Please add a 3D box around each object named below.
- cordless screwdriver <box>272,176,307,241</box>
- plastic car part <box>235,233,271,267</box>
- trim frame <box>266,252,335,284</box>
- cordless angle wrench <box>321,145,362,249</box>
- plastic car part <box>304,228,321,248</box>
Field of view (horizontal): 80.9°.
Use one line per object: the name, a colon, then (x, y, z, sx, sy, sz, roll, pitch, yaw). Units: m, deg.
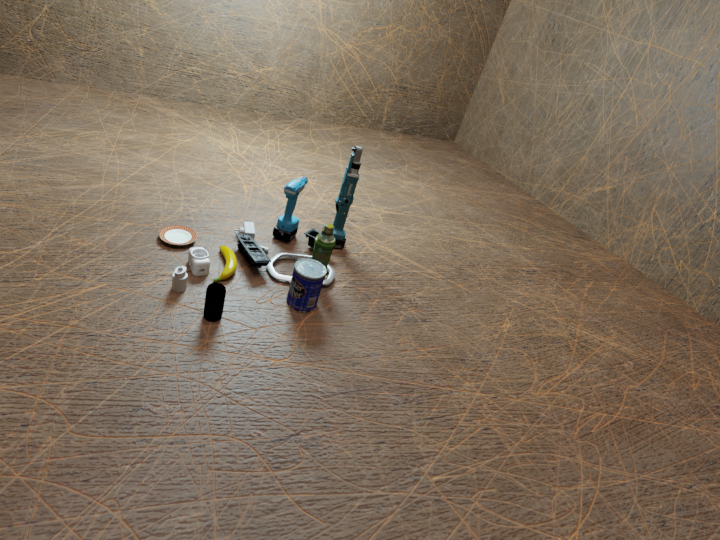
cordless screwdriver: (-0.266, -0.246, 1.657, 0.076, 0.245, 0.159, 22, 32, 6)
plastic car part: (-0.387, -0.066, 1.498, 0.064, 0.066, 0.214, -7, 39, -34)
trim frame: (-0.213, -0.004, 1.511, 0.243, 0.027, 0.191, 7, 33, -13)
cordless angle wrench: (-0.060, -0.277, 1.629, 0.095, 0.417, 0.077, 8, 33, -17)
plastic car part: (-0.161, -0.105, 1.649, 0.121, 0.070, 0.064, 30, 34, 21)
